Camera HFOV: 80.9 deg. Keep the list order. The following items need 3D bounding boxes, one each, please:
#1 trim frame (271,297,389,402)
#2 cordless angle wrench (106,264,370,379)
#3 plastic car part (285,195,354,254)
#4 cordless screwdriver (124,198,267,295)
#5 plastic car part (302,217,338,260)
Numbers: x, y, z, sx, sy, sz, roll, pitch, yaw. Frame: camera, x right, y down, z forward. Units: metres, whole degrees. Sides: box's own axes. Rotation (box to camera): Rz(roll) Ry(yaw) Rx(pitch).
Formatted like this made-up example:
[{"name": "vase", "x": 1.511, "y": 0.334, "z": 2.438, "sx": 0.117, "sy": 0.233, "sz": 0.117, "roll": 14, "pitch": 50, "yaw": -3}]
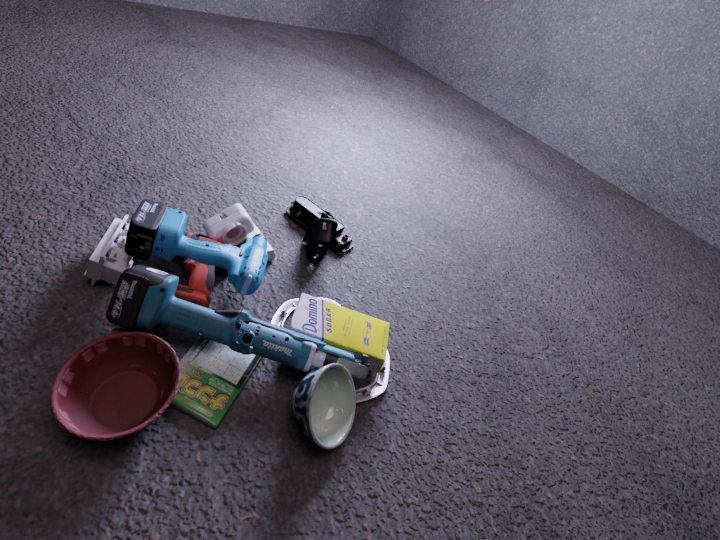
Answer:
[{"name": "trim frame", "x": -0.053, "y": 0.135, "z": 0.786, "sx": 0.259, "sy": 0.027, "sz": 0.179, "roll": 40, "pitch": 43, "yaw": 21}, {"name": "cordless angle wrench", "x": -0.184, "y": 0.103, "z": 0.690, "sx": 0.418, "sy": 0.098, "sz": 0.075, "roll": 20, "pitch": -1, "yaw": -6}, {"name": "plastic car part", "x": -0.103, "y": -0.122, "z": 1.048, "sx": 0.212, "sy": 0.066, "sz": 0.065, "roll": 35, "pitch": 44, "yaw": 22}, {"name": "cordless screwdriver", "x": -0.292, "y": -0.055, "z": 0.788, "sx": 0.243, "sy": 0.074, "sz": 0.163, "roll": 21, "pitch": 34, "yaw": -13}, {"name": "plastic car part", "x": -0.093, "y": -0.061, "z": 0.946, "sx": 0.065, "sy": 0.116, "sz": 0.072, "roll": 14, "pitch": 63, "yaw": -12}]
